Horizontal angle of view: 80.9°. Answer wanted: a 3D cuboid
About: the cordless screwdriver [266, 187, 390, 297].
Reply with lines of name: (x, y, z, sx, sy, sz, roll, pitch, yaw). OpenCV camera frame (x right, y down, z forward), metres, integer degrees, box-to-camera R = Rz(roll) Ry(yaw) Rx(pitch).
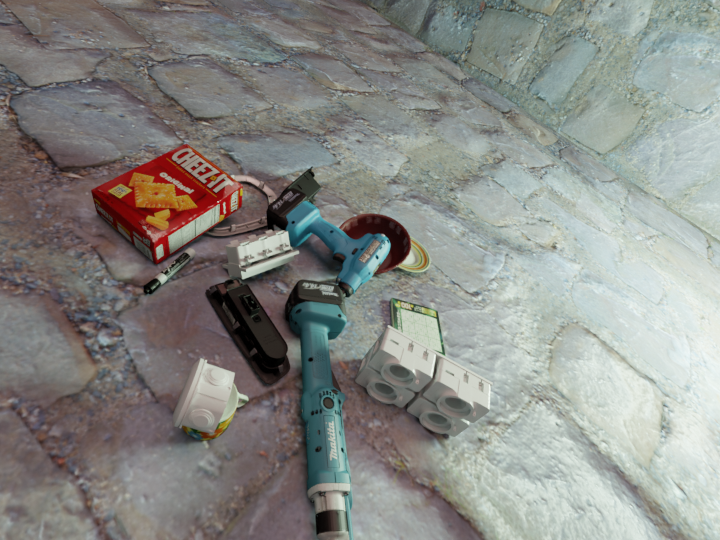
cordless screwdriver: (-0.082, -0.054, 0.841, 0.257, 0.072, 0.158, 29, 58, 17)

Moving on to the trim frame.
trim frame: (-0.284, -0.150, 0.907, 0.240, 0.027, 0.192, -23, 59, -39)

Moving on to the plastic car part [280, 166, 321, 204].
plastic car part: (-0.135, -0.184, 1.001, 0.070, 0.067, 0.116, 40, 43, -8)

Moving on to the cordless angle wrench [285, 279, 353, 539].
cordless angle wrench: (-0.055, 0.203, 0.618, 0.095, 0.074, 0.439, 9, 45, -21)

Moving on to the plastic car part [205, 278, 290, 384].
plastic car part: (-0.175, 0.085, 0.689, 0.063, 0.067, 0.211, -10, 54, -46)
